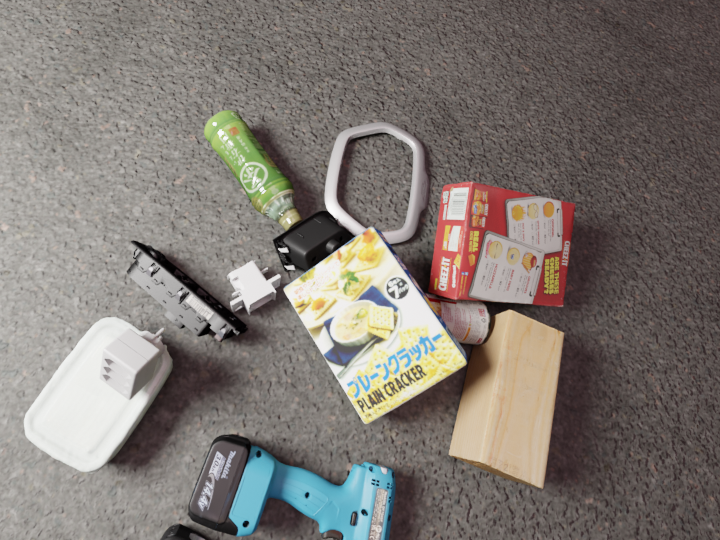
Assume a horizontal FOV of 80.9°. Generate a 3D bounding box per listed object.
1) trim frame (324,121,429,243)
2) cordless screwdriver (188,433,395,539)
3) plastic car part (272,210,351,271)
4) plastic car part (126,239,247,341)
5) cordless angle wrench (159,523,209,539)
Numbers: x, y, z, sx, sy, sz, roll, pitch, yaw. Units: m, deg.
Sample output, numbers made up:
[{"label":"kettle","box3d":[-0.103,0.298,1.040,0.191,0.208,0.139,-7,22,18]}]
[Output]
[{"label":"trim frame","box3d":[0.033,-0.158,0.739,0.183,0.027,0.253,10,66,-4]},{"label":"cordless screwdriver","box3d":[-0.083,0.301,0.515,0.246,0.074,0.161,16,67,-7]},{"label":"plastic car part","box3d":[-0.063,-0.041,0.643,0.115,0.063,0.075,-35,45,-21]},{"label":"plastic car part","box3d":[-0.256,0.035,0.603,0.206,0.065,0.067,42,94,7]},{"label":"cordless angle wrench","box3d":[-0.060,0.440,0.465,0.424,0.074,0.098,31,67,1]}]
